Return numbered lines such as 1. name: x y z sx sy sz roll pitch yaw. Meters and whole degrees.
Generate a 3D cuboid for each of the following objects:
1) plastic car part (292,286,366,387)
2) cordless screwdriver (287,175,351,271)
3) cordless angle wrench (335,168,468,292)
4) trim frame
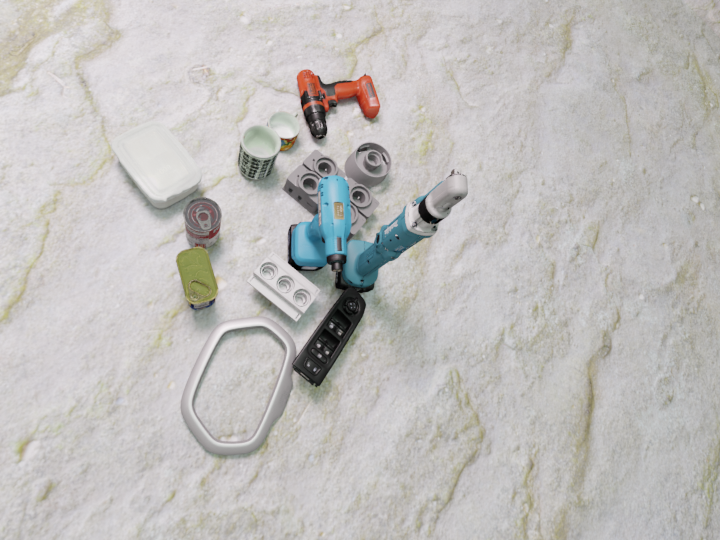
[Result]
1. plastic car part: -0.058 0.123 0.821 0.066 0.067 0.202 37 65 -4
2. cordless screwdriver: -0.076 -0.050 0.777 0.072 0.251 0.162 3 73 -20
3. cordless angle wrench: 0.054 -0.051 0.718 0.072 0.427 0.100 9 72 -18
4. trim frame: -0.215 0.203 0.770 0.181 0.028 0.251 22 67 -8
